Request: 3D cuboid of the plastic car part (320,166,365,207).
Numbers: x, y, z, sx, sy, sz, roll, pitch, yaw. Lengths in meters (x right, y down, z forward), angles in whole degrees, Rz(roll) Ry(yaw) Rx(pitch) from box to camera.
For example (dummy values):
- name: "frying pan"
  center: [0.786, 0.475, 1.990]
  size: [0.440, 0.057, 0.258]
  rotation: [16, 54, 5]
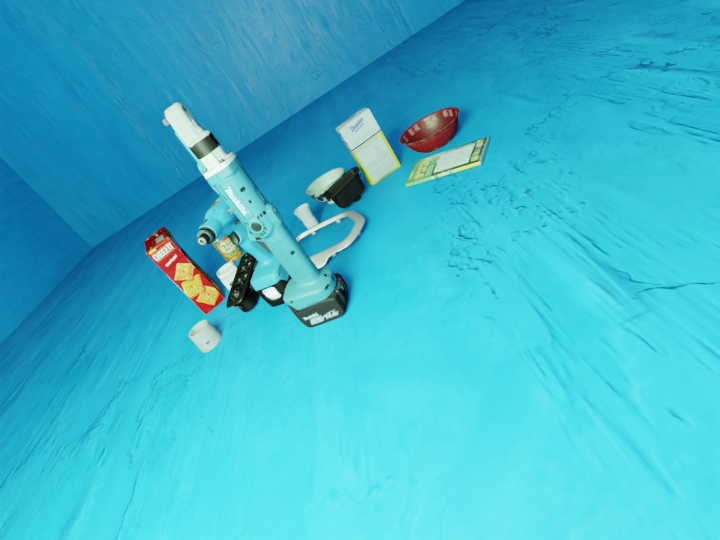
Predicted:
- name: "plastic car part"
  center: [-0.030, -0.202, 1.073]
  size: [0.116, 0.068, 0.069]
  rotation: [-41, 27, -12]

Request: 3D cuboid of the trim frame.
- name: "trim frame"
  center: [-0.096, -0.063, 0.979]
  size: [0.255, 0.026, 0.187]
  rotation: [-22, 31, 24]

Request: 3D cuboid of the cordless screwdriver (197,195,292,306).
- name: "cordless screwdriver"
  center: [-0.215, -0.028, 0.833]
  size: [0.076, 0.239, 0.161]
  rotation: [-22, 29, 25]

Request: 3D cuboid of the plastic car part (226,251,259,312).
- name: "plastic car part"
  center: [-0.263, 0.025, 0.986]
  size: [0.067, 0.064, 0.208]
  rotation: [-26, 30, 18]

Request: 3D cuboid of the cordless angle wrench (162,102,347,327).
- name: "cordless angle wrench"
  center: [-0.161, -0.082, 0.681]
  size: [0.100, 0.406, 0.076]
  rotation: [-23, 27, 22]
